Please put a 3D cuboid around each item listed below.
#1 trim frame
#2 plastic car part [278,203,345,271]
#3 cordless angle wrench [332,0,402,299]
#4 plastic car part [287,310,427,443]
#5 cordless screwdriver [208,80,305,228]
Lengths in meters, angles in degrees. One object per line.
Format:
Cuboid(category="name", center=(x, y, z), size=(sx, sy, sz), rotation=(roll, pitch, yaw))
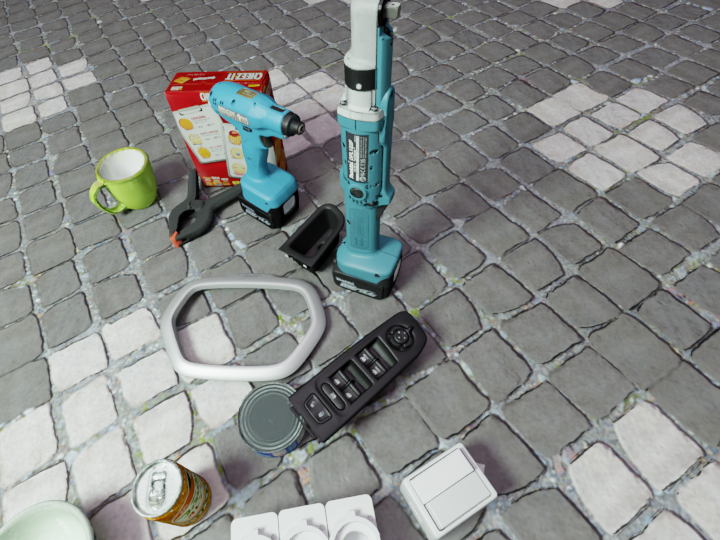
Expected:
Cuboid(category="trim frame", center=(-0.175, 0.076, 0.631), size=(0.251, 0.026, 0.189), rotation=(-2, 54, 5))
Cuboid(category="plastic car part", center=(-0.067, -0.044, 0.681), size=(0.069, 0.068, 0.116), rotation=(28, 61, 21))
Cuboid(category="cordless angle wrench", center=(0.008, -0.110, 0.511), size=(0.101, 0.408, 0.074), rotation=(19, 57, 14))
Cuboid(category="plastic car part", center=(0.006, 0.134, 0.545), size=(0.200, 0.065, 0.070), rotation=(-38, 60, -21))
Cuboid(category="cordless screwdriver", center=(-0.144, -0.170, 0.675), size=(0.166, 0.240, 0.074), rotation=(30, 60, 22))
